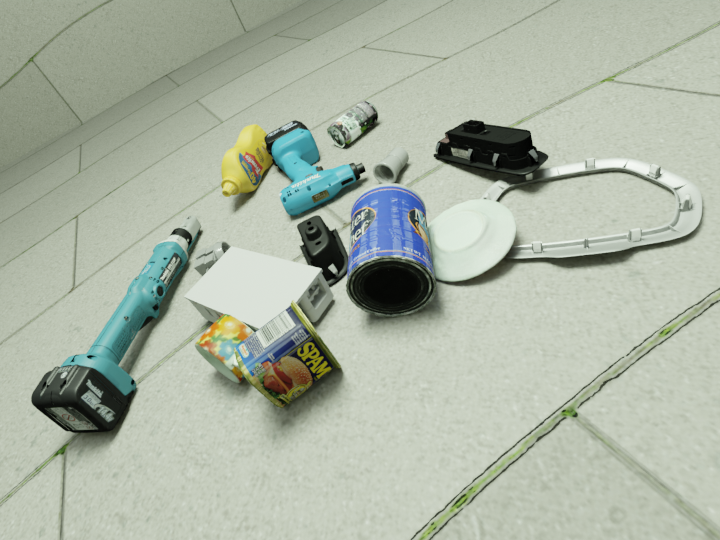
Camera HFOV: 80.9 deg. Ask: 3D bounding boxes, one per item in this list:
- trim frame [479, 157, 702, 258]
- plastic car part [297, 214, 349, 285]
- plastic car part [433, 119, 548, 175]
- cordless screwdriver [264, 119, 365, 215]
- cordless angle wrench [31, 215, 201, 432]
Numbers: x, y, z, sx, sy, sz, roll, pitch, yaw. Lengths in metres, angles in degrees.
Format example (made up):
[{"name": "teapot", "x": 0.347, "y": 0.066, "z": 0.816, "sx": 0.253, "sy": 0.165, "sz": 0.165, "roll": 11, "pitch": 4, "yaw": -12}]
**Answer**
[{"name": "trim frame", "x": 0.261, "y": -0.080, "z": 0.523, "sx": 0.256, "sy": 0.026, "sz": 0.187, "roll": -6, "pitch": 45, "yaw": 21}, {"name": "plastic car part", "x": -0.061, "y": -0.040, "z": 0.623, "sx": 0.066, "sy": 0.067, "sz": 0.122, "roll": -28, "pitch": 37, "yaw": 0}, {"name": "plastic car part", "x": 0.191, "y": -0.192, "z": 0.639, "sx": 0.065, "sy": 0.064, "sz": 0.214, "roll": -26, "pitch": 35, "yaw": -14}, {"name": "cordless screwdriver", "x": -0.097, "y": -0.214, "z": 0.827, "sx": 0.159, "sy": 0.071, "sz": 0.261, "roll": -26, "pitch": 44, "yaw": 1}, {"name": "cordless angle wrench", "x": -0.345, "y": 0.039, "z": 0.682, "sx": 0.076, "sy": 0.093, "sz": 0.433, "roll": -10, "pitch": 40, "yaw": 13}]
